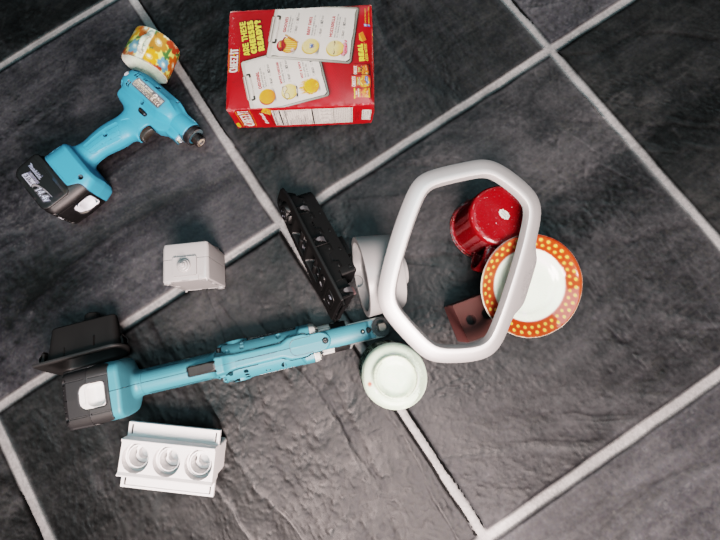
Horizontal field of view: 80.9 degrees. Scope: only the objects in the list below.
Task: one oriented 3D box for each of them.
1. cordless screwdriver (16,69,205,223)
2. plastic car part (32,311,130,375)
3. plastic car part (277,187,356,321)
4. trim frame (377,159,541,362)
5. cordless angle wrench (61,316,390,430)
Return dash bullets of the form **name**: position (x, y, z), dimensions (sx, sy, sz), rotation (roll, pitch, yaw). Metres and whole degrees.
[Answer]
- **cordless screwdriver**: position (-0.365, -0.173, 0.637), dimensions (0.162, 0.073, 0.248), rotation (41, 81, 8)
- **plastic car part**: position (-0.386, 0.097, 0.599), dimensions (0.116, 0.064, 0.073), rotation (-19, 67, -4)
- **plastic car part**: position (-0.057, -0.037, 0.583), dimensions (0.066, 0.065, 0.211), rotation (-26, 67, -16)
- **trim frame**: position (0.122, -0.011, 0.504), dimensions (0.183, 0.027, 0.249), rotation (16, 88, -2)
- **cordless angle wrench**: position (-0.166, 0.121, 0.568), dimensions (0.421, 0.097, 0.075), rotation (-13, 82, -3)
